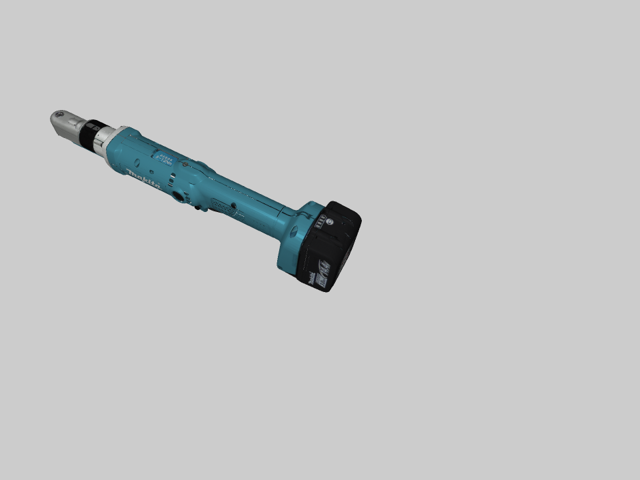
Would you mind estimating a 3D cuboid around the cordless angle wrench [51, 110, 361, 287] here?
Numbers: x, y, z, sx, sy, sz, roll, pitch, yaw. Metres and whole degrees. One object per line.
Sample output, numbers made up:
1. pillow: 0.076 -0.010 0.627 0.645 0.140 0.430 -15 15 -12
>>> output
1. cordless angle wrench: -0.159 -0.070 0.526 0.423 0.074 0.098 26 -32 8
